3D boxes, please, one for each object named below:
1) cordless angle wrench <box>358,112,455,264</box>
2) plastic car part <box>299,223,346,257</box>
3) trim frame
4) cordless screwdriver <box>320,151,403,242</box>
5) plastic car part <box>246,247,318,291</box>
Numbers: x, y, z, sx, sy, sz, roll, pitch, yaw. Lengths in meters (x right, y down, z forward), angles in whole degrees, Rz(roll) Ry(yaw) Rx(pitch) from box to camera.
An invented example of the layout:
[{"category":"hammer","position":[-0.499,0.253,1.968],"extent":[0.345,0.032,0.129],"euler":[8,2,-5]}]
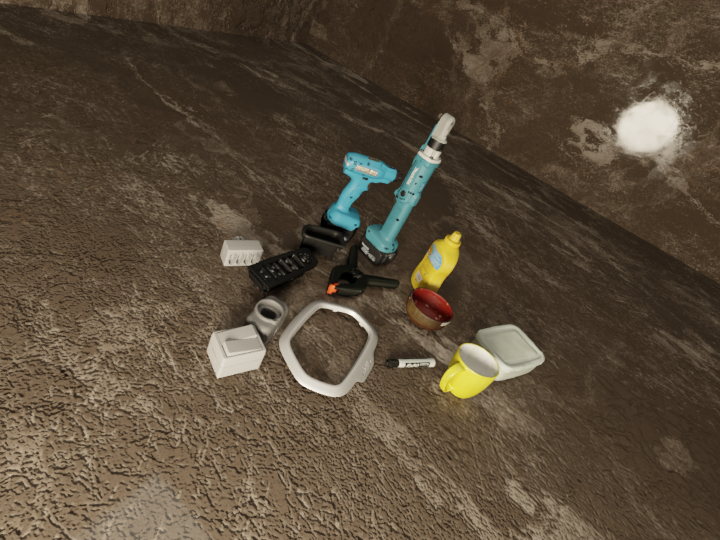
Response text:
[{"category":"cordless angle wrench","position":[0.122,-0.197,1.073],"extent":[0.071,0.420,0.103],"euler":[-9,49,-43]},{"category":"plastic car part","position":[-0.105,-0.069,1.074],"extent":[0.113,0.070,0.069],"euler":[11,37,-20]},{"category":"trim frame","position":[-0.057,0.148,0.848],"extent":[0.188,0.027,0.246],"euler":[30,34,9]},{"category":"cordless screwdriver","position":[-0.004,-0.189,1.140],"extent":[0.155,0.247,0.077],"euler":[16,35,-16]},{"category":"plastic car part","position":[-0.169,0.003,0.941],"extent":[0.069,0.066,0.197],"euler":[38,36,17]}]
